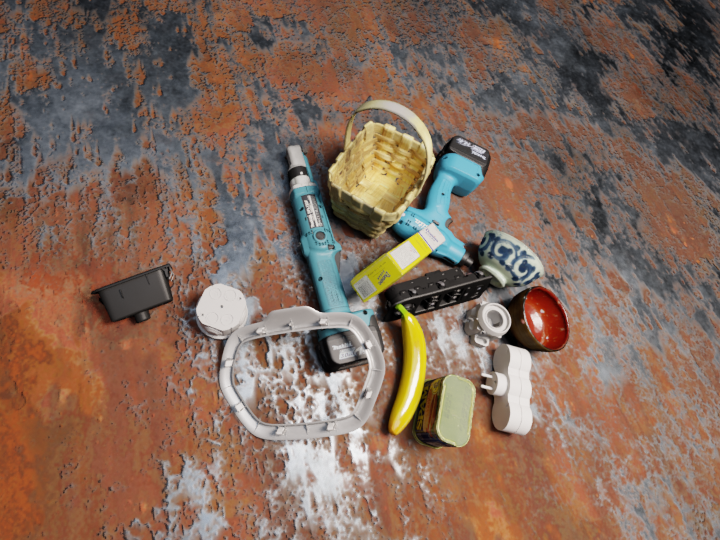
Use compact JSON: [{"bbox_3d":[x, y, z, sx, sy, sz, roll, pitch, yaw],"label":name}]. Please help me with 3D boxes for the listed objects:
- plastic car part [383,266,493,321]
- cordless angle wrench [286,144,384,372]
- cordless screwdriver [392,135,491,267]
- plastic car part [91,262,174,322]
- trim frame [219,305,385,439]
[{"bbox_3d":[0.126,0.035,0.737,0.198,0.065,0.070,-17,63,-19],"label":"plastic car part"},{"bbox_3d":[-0.072,-0.047,0.732,0.096,0.074,0.437,-10,66,-17],"label":"cordless angle wrench"},{"bbox_3d":[0.183,-0.133,0.822,0.160,0.074,0.249,31,67,2],"label":"cordless screwdriver"},{"bbox_3d":[-0.335,0.041,0.644,0.114,0.067,0.071,-25,89,-18],"label":"plastic car part"},{"bbox_3d":[-0.089,0.146,0.606,0.253,0.027,0.186,-9,81,13],"label":"trim frame"}]
